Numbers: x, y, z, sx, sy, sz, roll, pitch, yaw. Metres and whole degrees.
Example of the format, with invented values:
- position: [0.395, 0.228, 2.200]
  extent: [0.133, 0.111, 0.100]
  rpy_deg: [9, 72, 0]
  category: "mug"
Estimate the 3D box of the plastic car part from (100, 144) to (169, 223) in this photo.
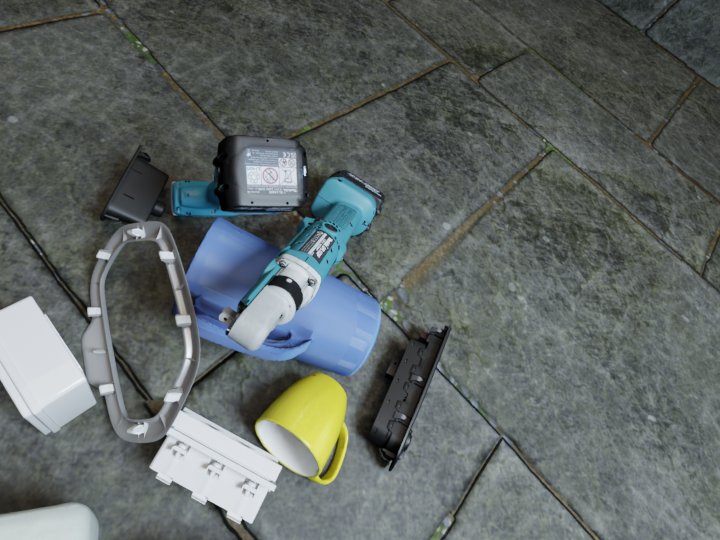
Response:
- position: [-0.310, -0.105, 0.597]
  extent: [0.068, 0.067, 0.119]
  rpy_deg: [22, 58, -26]
  category: "plastic car part"

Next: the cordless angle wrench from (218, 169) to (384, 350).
- position: [-0.050, -0.033, 0.511]
  extent: [0.098, 0.074, 0.424]
  rpy_deg: [31, 26, -3]
  category: "cordless angle wrench"

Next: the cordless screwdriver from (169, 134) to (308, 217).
- position: [-0.142, -0.104, 0.546]
  extent: [0.152, 0.260, 0.074]
  rpy_deg: [-4, 93, -34]
  category: "cordless screwdriver"

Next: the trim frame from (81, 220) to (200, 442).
- position: [-0.248, 0.058, 0.461]
  extent: [0.026, 0.187, 0.257]
  rpy_deg: [12, 48, -56]
  category: "trim frame"

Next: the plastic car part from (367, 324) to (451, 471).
- position: [0.063, 0.156, 0.563]
  extent: [0.068, 0.065, 0.204]
  rpy_deg: [24, 55, 4]
  category: "plastic car part"
